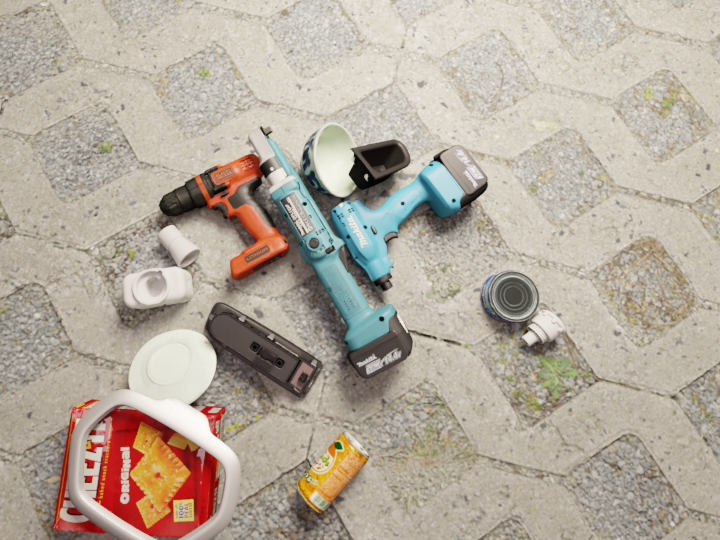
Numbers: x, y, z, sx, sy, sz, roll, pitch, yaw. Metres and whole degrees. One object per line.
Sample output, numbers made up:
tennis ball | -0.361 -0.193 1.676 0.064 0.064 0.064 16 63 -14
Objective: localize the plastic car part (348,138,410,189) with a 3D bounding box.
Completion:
plastic car part | 0.026 -0.169 0.703 0.113 0.071 0.067 -26 76 -42

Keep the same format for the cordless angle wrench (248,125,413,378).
cordless angle wrench | -0.065 -0.042 0.663 0.099 0.073 0.427 -32 85 10

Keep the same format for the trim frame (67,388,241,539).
trim frame | -0.281 0.271 0.573 0.252 0.027 0.184 27 81 7

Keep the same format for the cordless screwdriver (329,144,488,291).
cordless screwdriver | 0.091 -0.087 0.699 0.248 0.073 0.161 -30 83 -3

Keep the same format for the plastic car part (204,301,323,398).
plastic car part | -0.160 0.123 0.661 0.206 0.066 0.066 32 87 6
